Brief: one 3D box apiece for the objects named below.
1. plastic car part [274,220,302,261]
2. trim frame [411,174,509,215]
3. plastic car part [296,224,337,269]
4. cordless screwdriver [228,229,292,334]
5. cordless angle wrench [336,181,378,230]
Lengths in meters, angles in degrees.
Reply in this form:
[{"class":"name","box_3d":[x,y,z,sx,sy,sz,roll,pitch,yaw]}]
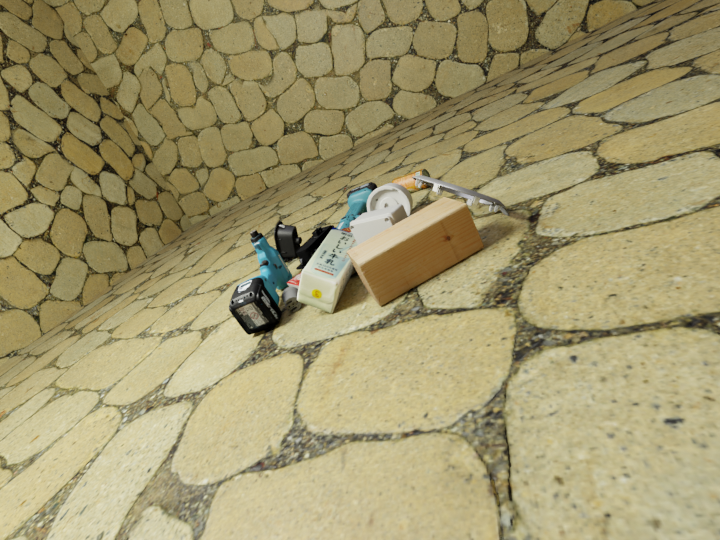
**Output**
[{"class":"plastic car part","box_3d":[-0.202,-0.081,1.213,0.073,0.113,0.066,6,31,19]},{"class":"trim frame","box_3d":[0.185,-0.140,0.790,0.189,0.027,0.244,20,10,10]},{"class":"plastic car part","box_3d":[-0.111,-0.073,1.137,0.069,0.064,0.202,-5,33,32]},{"class":"cordless screwdriver","box_3d":[-0.223,0.015,0.937,0.075,0.154,0.253,-24,22,12]},{"class":"cordless angle wrench","box_3d":[-0.030,-0.119,1.128,0.101,0.072,0.425,-18,26,25]}]
